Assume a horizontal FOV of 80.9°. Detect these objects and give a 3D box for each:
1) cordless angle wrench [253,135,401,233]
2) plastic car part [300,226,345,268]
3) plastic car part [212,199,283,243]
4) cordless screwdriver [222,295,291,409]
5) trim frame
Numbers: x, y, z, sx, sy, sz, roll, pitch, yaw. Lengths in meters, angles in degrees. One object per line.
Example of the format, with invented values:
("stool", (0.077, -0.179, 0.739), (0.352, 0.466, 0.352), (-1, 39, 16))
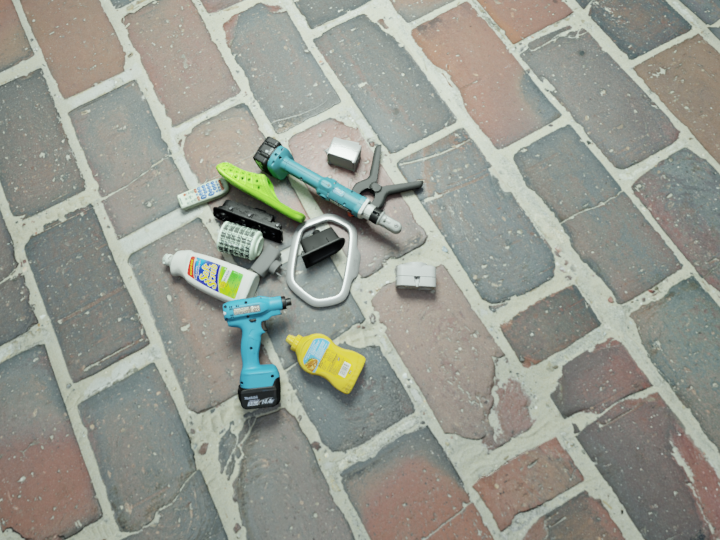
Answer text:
("cordless angle wrench", (-0.082, -0.207, 1.080), (0.435, 0.095, 0.074), (31, 82, 14))
("plastic car part", (-0.104, -0.068, 1.062), (0.115, 0.064, 0.074), (-29, 64, -9))
("plastic car part", (-0.292, -0.138, 1.109), (0.206, 0.065, 0.068), (16, 68, 7))
("cordless screwdriver", (-0.225, 0.184, 0.987), (0.157, 0.075, 0.250), (-9, 87, -10))
("trim frame", (-0.094, -0.029, 1.087), (0.186, 0.027, 0.251), (6, 74, 6))
